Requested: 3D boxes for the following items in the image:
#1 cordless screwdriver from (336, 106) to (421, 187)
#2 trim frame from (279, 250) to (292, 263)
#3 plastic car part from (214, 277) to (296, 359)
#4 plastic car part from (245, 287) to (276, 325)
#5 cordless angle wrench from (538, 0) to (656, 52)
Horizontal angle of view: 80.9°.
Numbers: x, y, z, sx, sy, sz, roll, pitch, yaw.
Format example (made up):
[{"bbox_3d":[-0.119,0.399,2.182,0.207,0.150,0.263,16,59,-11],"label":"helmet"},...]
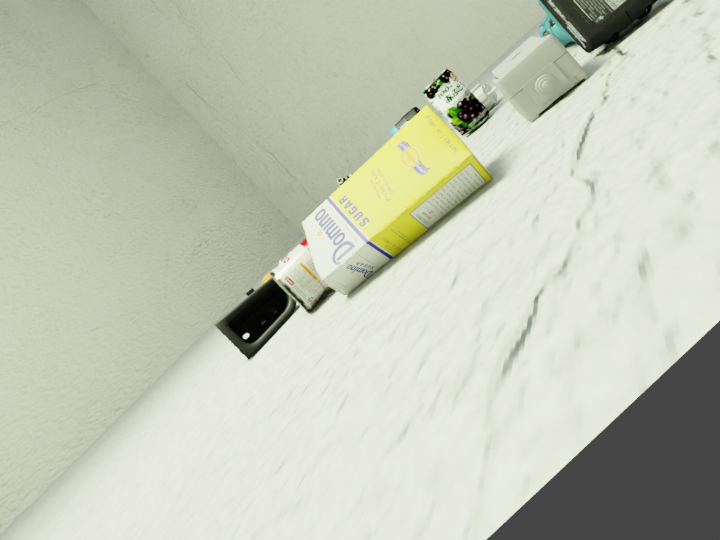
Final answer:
[{"bbox_3d":[0.058,-0.262,0.979,0.251,0.077,0.152,-41,-19,21],"label":"cordless screwdriver"},{"bbox_3d":[-0.084,-0.055,0.863,0.180,0.027,0.253,-30,1,-25],"label":"trim frame"},{"bbox_3d":[-0.141,0.068,0.598,0.115,0.067,0.071,-44,-7,-30],"label":"plastic car part"},{"bbox_3d":[-0.172,0.059,0.741,0.066,0.066,0.208,-35,10,-14],"label":"plastic car part"},{"bbox_3d":[0.285,-0.343,0.577,0.075,0.097,0.419,-40,6,27],"label":"cordless angle wrench"}]
